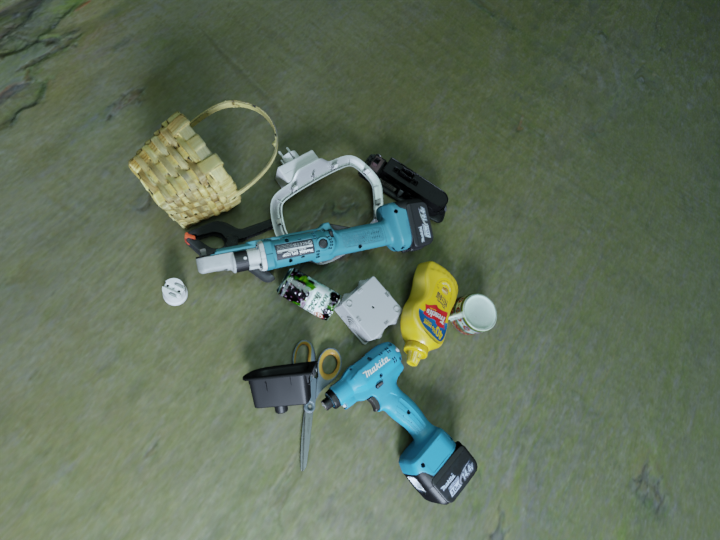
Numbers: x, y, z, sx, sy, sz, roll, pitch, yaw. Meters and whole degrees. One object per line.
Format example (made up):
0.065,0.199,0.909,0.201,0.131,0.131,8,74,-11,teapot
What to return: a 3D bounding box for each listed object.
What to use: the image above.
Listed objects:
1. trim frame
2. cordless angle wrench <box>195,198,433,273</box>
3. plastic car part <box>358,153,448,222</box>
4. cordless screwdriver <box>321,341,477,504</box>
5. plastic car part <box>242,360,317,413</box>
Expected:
-0.056,-0.122,0.811,0.245,0.028,0.183,-32,95,-19,trim frame
-0.073,-0.048,0.749,0.412,0.076,0.098,-13,91,-20,cordless angle wrench
0.101,-0.178,0.874,0.202,0.067,0.066,35,60,-3,plastic car part
0.059,0.261,0.696,0.156,0.074,0.254,-31,77,-25,cordless screwdriver
-0.125,0.192,0.682,0.118,0.065,0.071,-12,89,6,plastic car part
